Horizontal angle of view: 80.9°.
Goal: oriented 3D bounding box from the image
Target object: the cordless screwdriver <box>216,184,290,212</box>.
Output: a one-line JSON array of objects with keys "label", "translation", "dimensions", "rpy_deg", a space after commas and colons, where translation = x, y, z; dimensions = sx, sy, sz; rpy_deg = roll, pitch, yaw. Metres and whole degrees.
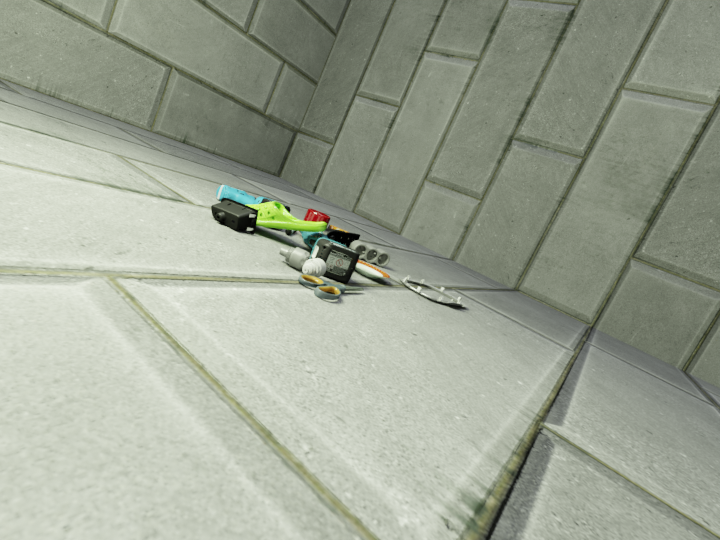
[{"label": "cordless screwdriver", "translation": [-0.318, -0.200, 1.315], "dimensions": [0.263, 0.074, 0.151], "rpy_deg": [26, 10, 34]}]

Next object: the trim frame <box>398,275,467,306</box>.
[{"label": "trim frame", "translation": [0.221, 0.064, 1.279], "dimensions": [0.235, 0.027, 0.195], "rpy_deg": [17, 13, -41]}]

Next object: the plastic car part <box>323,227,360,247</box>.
[{"label": "plastic car part", "translation": [-0.075, -0.105, 1.338], "dimensions": [0.070, 0.066, 0.195], "rpy_deg": [41, 18, 19]}]

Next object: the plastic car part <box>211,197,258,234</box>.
[{"label": "plastic car part", "translation": [-0.317, -0.132, 1.029], "dimensions": [0.121, 0.065, 0.069], "rpy_deg": [23, 24, 18]}]

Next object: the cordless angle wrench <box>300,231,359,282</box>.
[{"label": "cordless angle wrench", "translation": [-0.111, -0.072, 1.134], "dimensions": [0.095, 0.074, 0.439], "rpy_deg": [19, 9, -21]}]
